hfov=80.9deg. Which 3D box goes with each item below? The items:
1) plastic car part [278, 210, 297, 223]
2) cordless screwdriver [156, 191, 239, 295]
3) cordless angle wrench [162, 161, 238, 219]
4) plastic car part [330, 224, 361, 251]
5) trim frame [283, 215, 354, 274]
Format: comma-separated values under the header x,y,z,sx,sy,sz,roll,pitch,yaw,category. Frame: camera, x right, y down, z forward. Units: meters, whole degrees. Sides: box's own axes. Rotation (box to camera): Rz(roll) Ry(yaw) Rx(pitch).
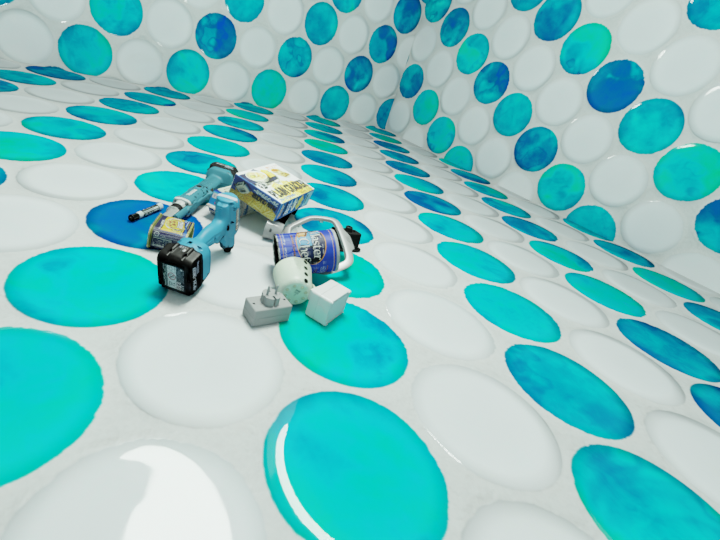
x,y,z,sx,sy,sz,roll,pitch,yaw,category
-0.233,-0.195,1.327,0.066,0.067,0.205,41,23,-11,plastic car part
-0.333,-0.045,0.911,0.075,0.156,0.251,17,41,3,cordless screwdriver
-0.468,-0.220,1.224,0.098,0.073,0.429,16,28,-3,cordless angle wrench
-0.048,-0.097,1.224,0.112,0.070,0.069,0,33,-26,plastic car part
-0.110,-0.072,1.125,0.181,0.027,0.260,-9,41,-11,trim frame
